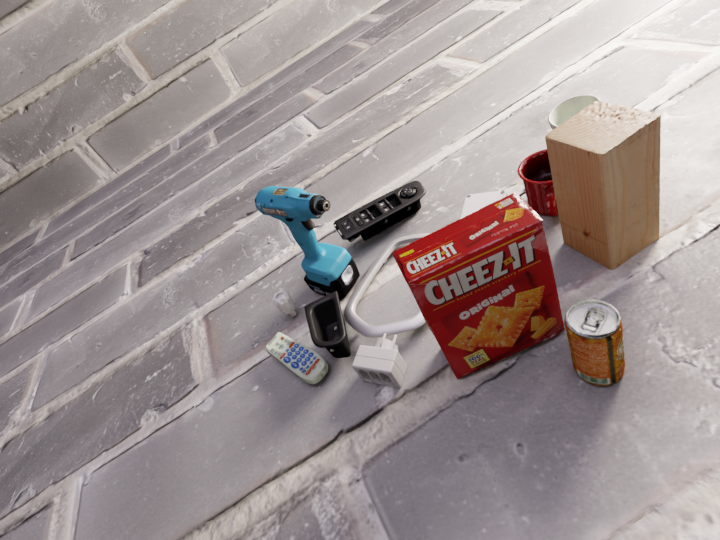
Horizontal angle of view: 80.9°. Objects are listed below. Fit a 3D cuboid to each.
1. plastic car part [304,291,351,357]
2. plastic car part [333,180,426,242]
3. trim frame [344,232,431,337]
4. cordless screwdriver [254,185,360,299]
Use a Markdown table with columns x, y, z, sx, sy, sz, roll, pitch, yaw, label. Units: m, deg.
| x | y | z | sx | sy | sz | roll | pitch | yaw | label |
| --- | --- | --- | --- | --- | --- | --- | --- | --- | --- |
| -0.047 | 0.104 | 0.718 | 0.066 | 0.067 | 0.122 | -27 | 39 | 6 | plastic car part |
| 0.050 | -0.116 | 0.885 | 0.203 | 0.064 | 0.070 | -32 | 38 | 1 | plastic car part |
| 0.072 | 0.020 | 0.758 | 0.194 | 0.026 | 0.248 | 9 | 55 | 40 | trim frame |
| -0.074 | -0.049 | 0.761 | 0.168 | 0.236 | 0.074 | 12 | 54 | 42 | cordless screwdriver |
